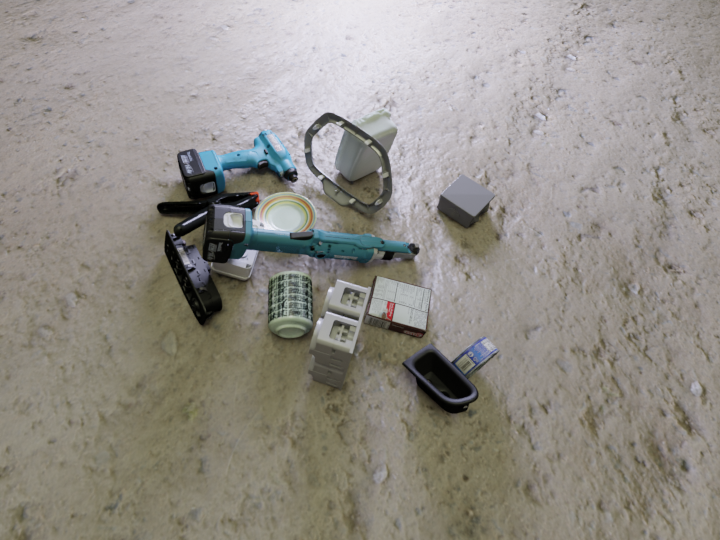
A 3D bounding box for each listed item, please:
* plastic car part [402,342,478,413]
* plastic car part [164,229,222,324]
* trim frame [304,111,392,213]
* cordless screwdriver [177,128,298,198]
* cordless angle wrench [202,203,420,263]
[{"bbox_3d":[0.132,0.191,0.695,0.065,0.068,0.123,-29,48,-21],"label":"plastic car part"},{"bbox_3d":[-0.316,0.013,0.803,0.064,0.066,0.212,-6,52,-40],"label":"plastic car part"},{"bbox_3d":[-0.033,-0.223,0.895,0.258,0.181,0.027,40,48,18],"label":"trim frame"},{"bbox_3d":[-0.272,-0.227,0.951,0.243,0.073,0.166,-24,62,-22],"label":"cordless screwdriver"},{"bbox_3d":[-0.079,-0.051,0.803,0.410,0.098,0.077,4,60,-19],"label":"cordless angle wrench"}]
